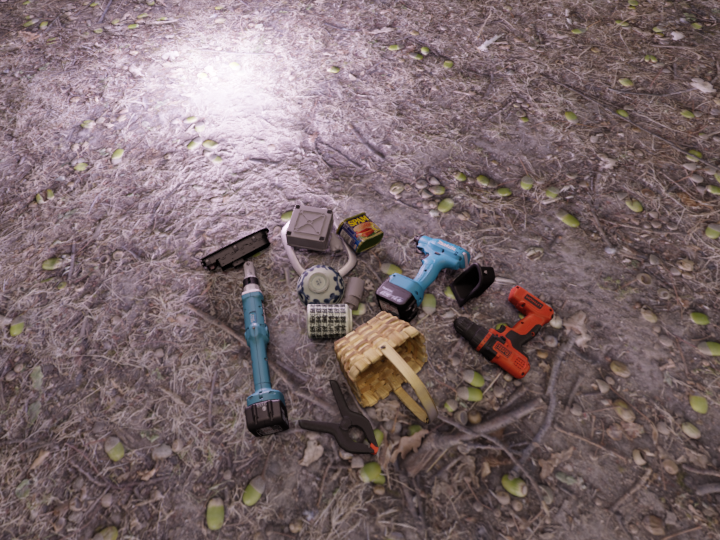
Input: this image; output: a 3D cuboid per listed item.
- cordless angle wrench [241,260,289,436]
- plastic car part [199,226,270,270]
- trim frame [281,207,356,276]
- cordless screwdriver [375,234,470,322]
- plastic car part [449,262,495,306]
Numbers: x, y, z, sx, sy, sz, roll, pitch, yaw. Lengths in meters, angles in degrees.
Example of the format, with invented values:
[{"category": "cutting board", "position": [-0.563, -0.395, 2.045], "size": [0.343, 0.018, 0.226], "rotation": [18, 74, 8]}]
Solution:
[{"category": "cordless angle wrench", "position": [-0.240, 0.152, 0.983], "size": [0.074, 0.094, 0.441], "rotation": [-14, 55, -4]}, {"category": "plastic car part", "position": [-0.324, -0.052, 1.130], "size": [0.200, 0.065, 0.069], "rotation": [-34, 73, -17]}, {"category": "trim frame", "position": [-0.112, -0.074, 1.150], "size": [0.182, 0.026, 0.260], "rotation": [-23, 58, -9]}, {"category": "cordless screwdriver", "position": [0.135, 0.006, 1.051], "size": [0.246, 0.071, 0.169], "rotation": [-41, 45, -21]}, {"category": "plastic car part", "position": [0.281, 0.029, 1.016], "size": [0.068, 0.116, 0.069], "rotation": [0, 56, -28]}]
